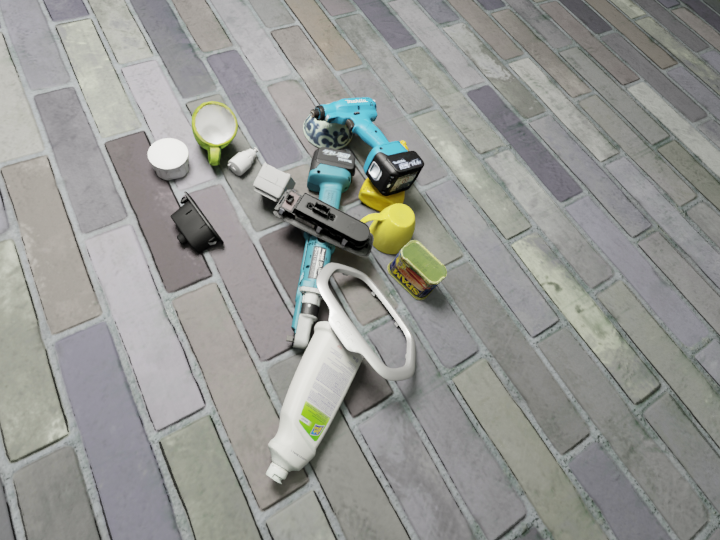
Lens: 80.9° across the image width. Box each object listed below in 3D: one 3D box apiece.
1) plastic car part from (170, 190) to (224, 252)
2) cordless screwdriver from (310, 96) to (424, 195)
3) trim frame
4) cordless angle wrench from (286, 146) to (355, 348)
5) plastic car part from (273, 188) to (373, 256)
[{"bbox_3d":[-0.330,-0.084,0.831,0.070,0.065,0.119,-34,77,-8],"label":"plastic car part"},{"bbox_3d":[0.009,-0.271,0.889,0.154,0.074,0.259,-16,62,-29],"label":"cordless screwdriver"},{"bbox_3d":[0.013,0.086,0.765,0.255,0.028,0.178,53,31,12],"label":"trim frame"},{"bbox_3d":[-0.083,-0.054,0.846,0.097,0.074,0.431,10,65,-6],"label":"cordless angle wrench"},{"bbox_3d":[-0.061,-0.097,0.804,0.203,0.067,0.066,29,60,0],"label":"plastic car part"}]
